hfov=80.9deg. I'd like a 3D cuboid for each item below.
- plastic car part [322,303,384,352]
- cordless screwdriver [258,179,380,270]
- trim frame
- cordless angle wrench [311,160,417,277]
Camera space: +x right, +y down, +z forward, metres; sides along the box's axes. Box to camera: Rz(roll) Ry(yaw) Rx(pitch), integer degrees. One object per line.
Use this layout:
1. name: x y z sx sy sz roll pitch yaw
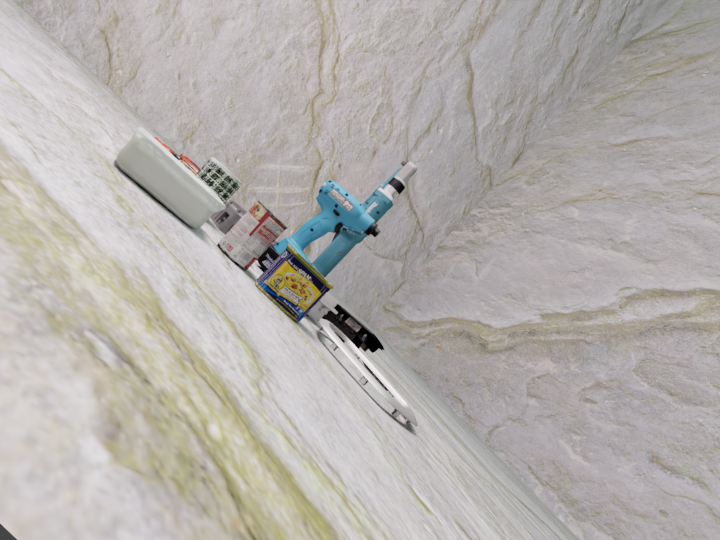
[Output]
1. plastic car part: -0.037 0.116 0.918 0.215 0.067 0.062 41 -4 45
2. cordless screwdriver: -0.089 -0.058 0.908 0.162 0.248 0.073 43 -2 10
3. trim frame: 0.007 0.173 0.740 0.261 0.027 0.175 42 -3 30
4. cordless angle wrench: -0.014 -0.100 1.010 0.101 0.422 0.072 43 -2 14
